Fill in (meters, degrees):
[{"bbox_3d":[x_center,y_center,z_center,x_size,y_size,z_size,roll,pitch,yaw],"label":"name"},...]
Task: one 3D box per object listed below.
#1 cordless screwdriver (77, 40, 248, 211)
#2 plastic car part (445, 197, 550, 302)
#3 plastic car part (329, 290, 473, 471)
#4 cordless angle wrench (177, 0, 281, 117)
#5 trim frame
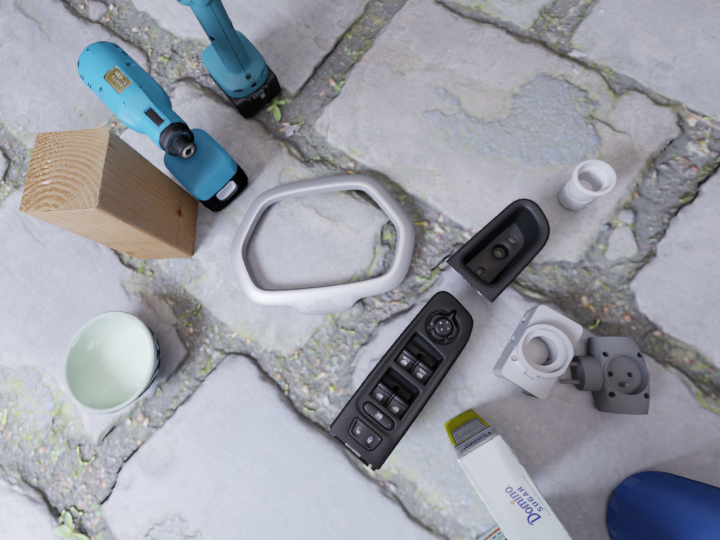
[{"bbox_3d":[-0.204,-0.141,0.501,0.074,0.242,0.164,-45,76,-5],"label":"cordless screwdriver"},{"bbox_3d":[0.163,-0.022,0.495,0.116,0.069,0.068,-44,75,-4],"label":"plastic car part"},{"bbox_3d":[0.053,0.117,0.478,0.068,0.065,0.203,36,84,14],"label":"plastic car part"},{"bbox_3d":[-0.189,-0.324,0.460,0.074,0.411,0.101,-38,77,-4],"label":"cordless angle wrench"},{"bbox_3d":[-0.055,-0.036,0.559,0.251,0.027,0.188,-8,74,8],"label":"trim frame"}]
